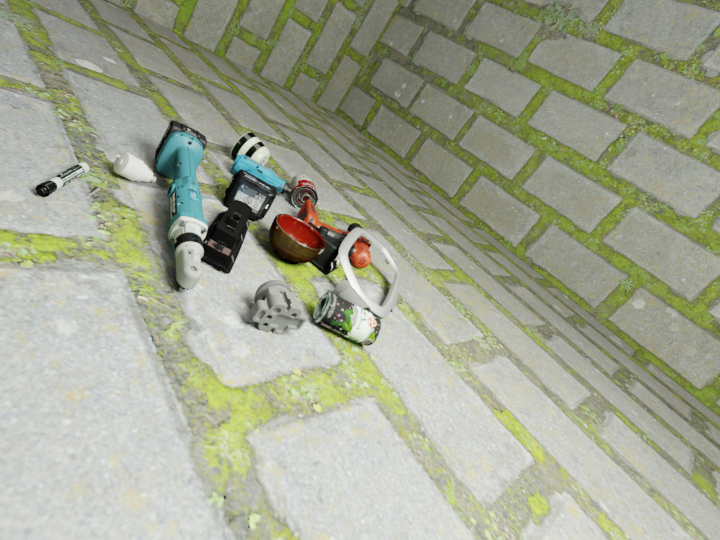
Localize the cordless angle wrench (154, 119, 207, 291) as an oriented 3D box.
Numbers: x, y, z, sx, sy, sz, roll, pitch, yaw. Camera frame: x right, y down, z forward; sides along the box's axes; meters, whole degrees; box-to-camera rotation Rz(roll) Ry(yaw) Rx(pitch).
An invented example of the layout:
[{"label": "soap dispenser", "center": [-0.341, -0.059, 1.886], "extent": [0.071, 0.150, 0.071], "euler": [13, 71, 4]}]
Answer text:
[{"label": "cordless angle wrench", "center": [-0.297, -0.124, 0.712], "extent": [0.070, 0.098, 0.444], "euler": [22, 27, -37]}]

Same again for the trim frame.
[{"label": "trim frame", "center": [0.025, 0.001, 0.897], "extent": [0.182, 0.028, 0.248], "euler": [49, 26, -9]}]

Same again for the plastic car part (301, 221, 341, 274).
[{"label": "plastic car part", "center": [-0.086, -0.056, 0.883], "extent": [0.119, 0.071, 0.064], "euler": [41, 21, 10]}]

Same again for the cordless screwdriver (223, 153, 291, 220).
[{"label": "cordless screwdriver", "center": [-0.227, -0.190, 0.972], "extent": [0.154, 0.074, 0.258], "euler": [26, 19, -21]}]

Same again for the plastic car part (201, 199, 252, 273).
[{"label": "plastic car part", "center": [-0.230, -0.075, 0.739], "extent": [0.065, 0.067, 0.208], "euler": [21, 21, -14]}]
